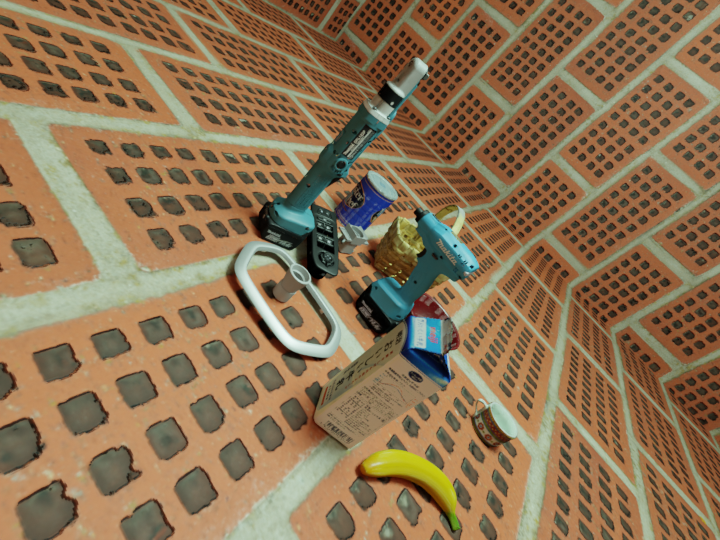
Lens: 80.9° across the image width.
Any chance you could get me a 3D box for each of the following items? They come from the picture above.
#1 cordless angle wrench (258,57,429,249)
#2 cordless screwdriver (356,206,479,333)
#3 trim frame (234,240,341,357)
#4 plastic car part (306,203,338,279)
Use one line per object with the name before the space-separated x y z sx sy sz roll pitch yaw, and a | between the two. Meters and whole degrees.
cordless angle wrench | -0.040 -0.205 0.773 0.093 0.427 0.077 26 35 -34
cordless screwdriver | 0.091 0.004 0.844 0.071 0.251 0.165 -6 56 -56
trim frame | -0.125 0.047 0.742 0.255 0.028 0.178 50 28 13
plastic car part | -0.087 -0.057 0.893 0.063 0.068 0.211 28 31 -29
